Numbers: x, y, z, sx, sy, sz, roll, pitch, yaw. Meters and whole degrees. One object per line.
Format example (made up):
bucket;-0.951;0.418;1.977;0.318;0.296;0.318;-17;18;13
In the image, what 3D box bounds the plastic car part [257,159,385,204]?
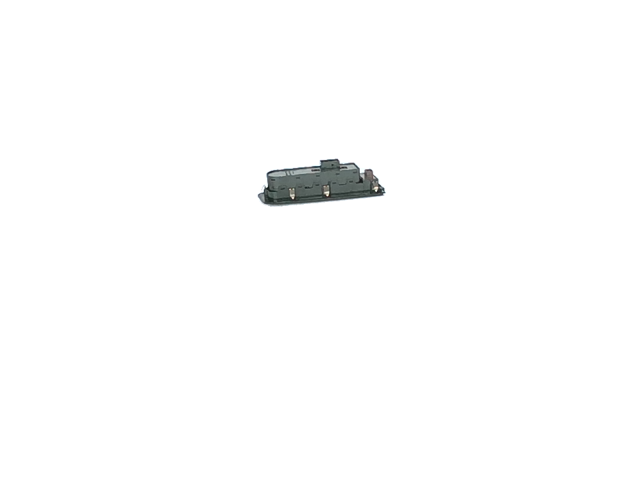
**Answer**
plastic car part;-0.001;-0.092;0.678;0.203;0.067;0.066;-10;33;-8
